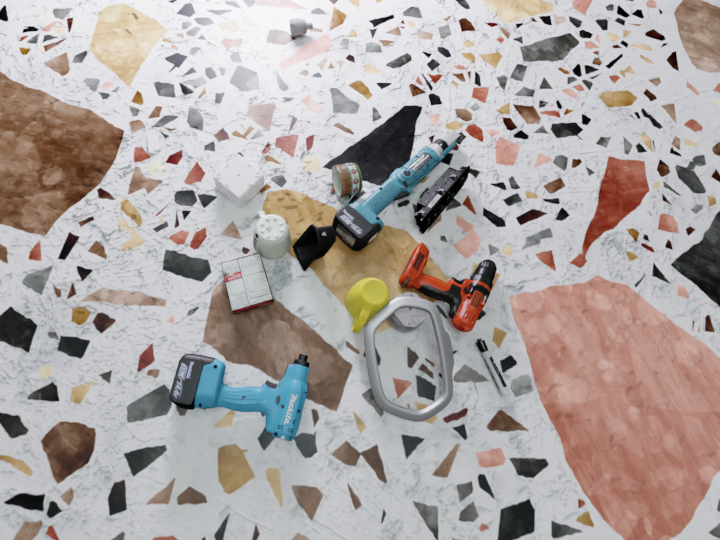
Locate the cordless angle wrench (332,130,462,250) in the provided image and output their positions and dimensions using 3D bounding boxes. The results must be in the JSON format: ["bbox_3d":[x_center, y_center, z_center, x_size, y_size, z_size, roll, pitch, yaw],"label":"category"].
[{"bbox_3d":[0.105,-0.215,1.010,0.100,0.073,0.419,42,69,9],"label":"cordless angle wrench"}]

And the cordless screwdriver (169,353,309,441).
[{"bbox_3d":[-0.224,0.213,0.812,0.247,0.074,0.161,16,68,-3],"label":"cordless screwdriver"}]

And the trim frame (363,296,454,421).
[{"bbox_3d":[0.101,0.176,0.843,0.182,0.028,0.250,-10,86,-8],"label":"trim frame"}]

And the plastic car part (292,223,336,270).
[{"bbox_3d":[-0.089,-0.059,0.915,0.068,0.118,0.068,-16,73,-38],"label":"plastic car part"}]

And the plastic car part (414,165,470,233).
[{"bbox_3d":[0.189,-0.180,1.011,0.071,0.063,0.201,34,69,33],"label":"plastic car part"}]
